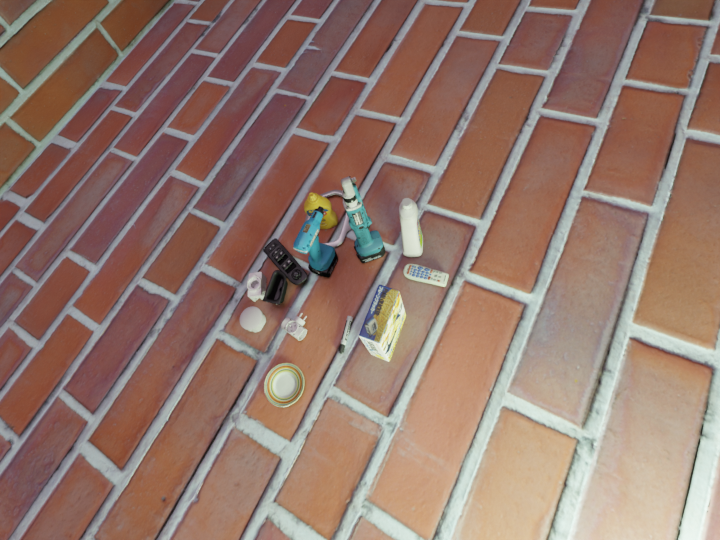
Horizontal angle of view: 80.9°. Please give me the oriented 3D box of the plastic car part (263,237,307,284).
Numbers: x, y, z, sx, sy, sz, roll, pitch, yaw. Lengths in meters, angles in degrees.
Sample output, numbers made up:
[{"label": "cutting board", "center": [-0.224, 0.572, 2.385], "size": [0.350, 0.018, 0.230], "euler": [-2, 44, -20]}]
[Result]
[{"label": "plastic car part", "center": [-0.257, -0.021, 1.484], "size": [0.066, 0.064, 0.213], "euler": [-41, 61, -8]}]

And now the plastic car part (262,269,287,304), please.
[{"label": "plastic car part", "center": [-0.278, 0.065, 1.444], "size": [0.068, 0.068, 0.118], "euler": [8, 67, 18]}]

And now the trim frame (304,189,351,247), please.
[{"label": "trim frame", "center": [-0.113, -0.190, 1.550], "size": [0.190, 0.026, 0.252], "euler": [6, 66, 19]}]

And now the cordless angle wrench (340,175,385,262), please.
[{"label": "cordless angle wrench", "center": [-0.003, -0.150, 1.279], "size": [0.098, 0.405, 0.077], "euler": [-19, 63, 3]}]

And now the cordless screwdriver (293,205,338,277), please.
[{"label": "cordless screwdriver", "center": [-0.135, -0.088, 1.382], "size": [0.077, 0.238, 0.160], "euler": [17, 70, 19]}]
